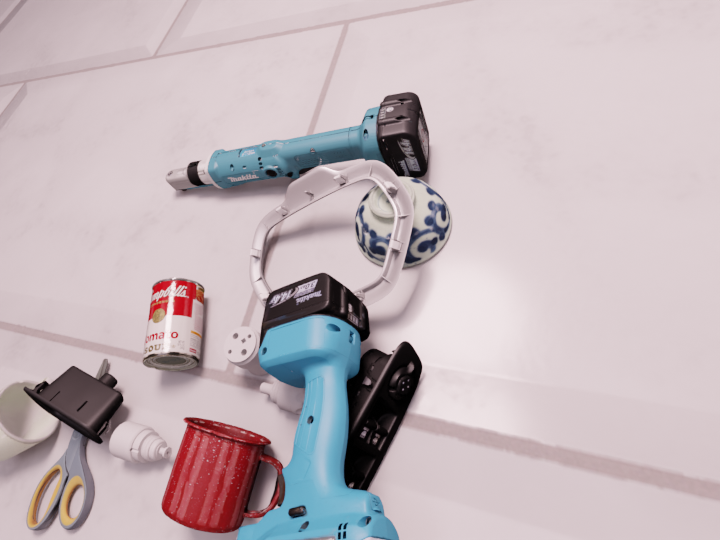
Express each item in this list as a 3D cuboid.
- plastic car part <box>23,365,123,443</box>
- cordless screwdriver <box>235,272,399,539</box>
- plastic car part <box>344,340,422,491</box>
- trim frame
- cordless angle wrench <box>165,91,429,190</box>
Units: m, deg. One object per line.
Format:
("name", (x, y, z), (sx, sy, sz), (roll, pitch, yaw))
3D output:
("plastic car part", (-0.344, 0.161, 0.532), (0.120, 0.064, 0.071), (15, 48, 17))
("cordless screwdriver", (-0.058, 0.133, 0.373), (0.163, 0.070, 0.257), (-26, 46, 23))
("plastic car part", (-0.006, 0.158, 0.409), (0.070, 0.063, 0.203), (17, 69, 55))
("trim frame", (-0.049, -0.032, 0.506), (0.256, 0.026, 0.189), (-22, 66, 32))
("cordless angle wrench", (-0.121, -0.160, 0.615), (0.438, 0.093, 0.076), (-2, 59, 24))
